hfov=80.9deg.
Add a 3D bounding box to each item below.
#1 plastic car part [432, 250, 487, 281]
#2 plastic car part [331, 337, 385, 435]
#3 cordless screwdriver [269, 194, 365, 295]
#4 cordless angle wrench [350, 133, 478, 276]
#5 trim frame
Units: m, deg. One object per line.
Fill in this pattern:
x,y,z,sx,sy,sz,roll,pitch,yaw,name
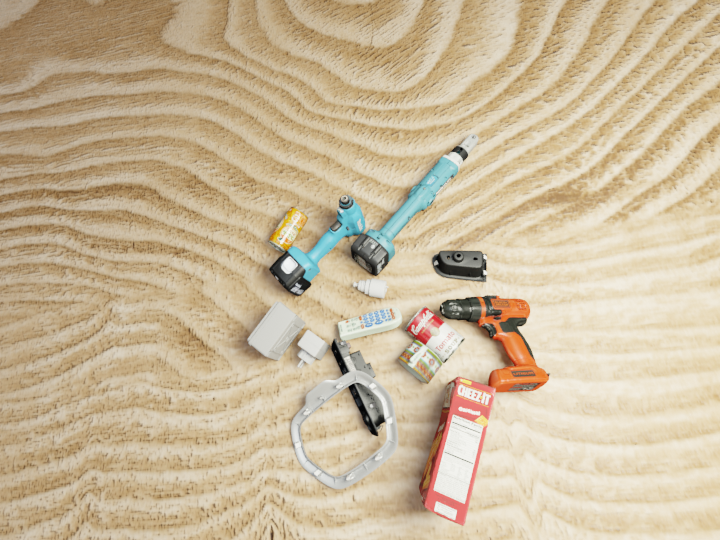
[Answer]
0.217,-0.019,0.913,0.119,0.068,0.067,5,70,10,plastic car part
0.002,0.235,0.871,0.065,0.066,0.211,-13,63,-22,plastic car part
-0.093,-0.061,0.953,0.248,0.153,0.077,-43,70,-5,cordless screwdriver
0.142,-0.171,0.982,0.077,0.095,0.421,38,78,16,cordless angle wrench
-0.038,0.309,0.824,0.250,0.026,0.192,-43,65,18,trim frame
